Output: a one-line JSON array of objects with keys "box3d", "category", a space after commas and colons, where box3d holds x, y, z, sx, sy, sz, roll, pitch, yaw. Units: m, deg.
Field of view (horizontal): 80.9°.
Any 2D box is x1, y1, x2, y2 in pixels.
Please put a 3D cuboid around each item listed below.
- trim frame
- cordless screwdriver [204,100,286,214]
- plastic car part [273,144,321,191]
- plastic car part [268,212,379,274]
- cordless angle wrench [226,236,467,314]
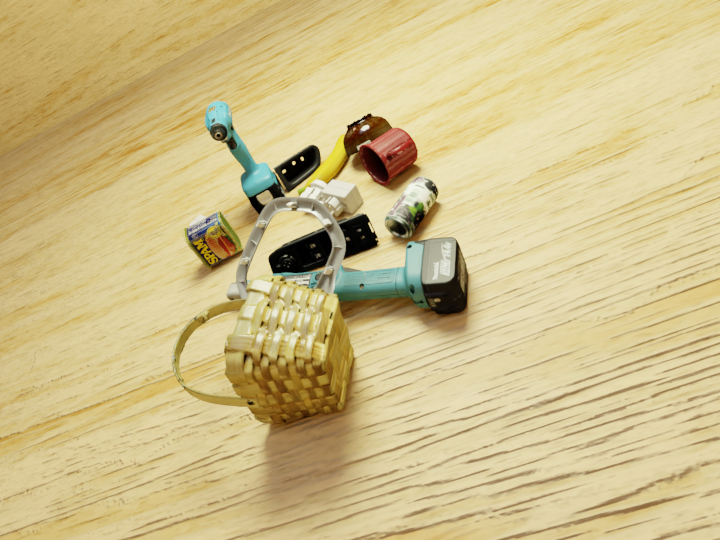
[{"box3d": [-0.117, 0.000, 0.664, 0.192, 0.026, 0.248, 39, 112, 22], "category": "trim frame"}, {"box3d": [-0.244, -0.227, 0.892, 0.075, 0.237, 0.166, -27, 37, 3], "category": "cordless screwdriver"}, {"box3d": [-0.152, -0.248, 0.999, 0.115, 0.063, 0.074, -40, 29, -14], "category": "plastic car part"}, {"box3d": [-0.075, -0.049, 0.767, 0.205, 0.063, 0.069, -23, 33, 9], "category": "plastic car part"}, {"box3d": [-0.053, 0.024, 0.685, 0.439, 0.070, 0.099, -6, 48, 28], "category": "cordless angle wrench"}]
